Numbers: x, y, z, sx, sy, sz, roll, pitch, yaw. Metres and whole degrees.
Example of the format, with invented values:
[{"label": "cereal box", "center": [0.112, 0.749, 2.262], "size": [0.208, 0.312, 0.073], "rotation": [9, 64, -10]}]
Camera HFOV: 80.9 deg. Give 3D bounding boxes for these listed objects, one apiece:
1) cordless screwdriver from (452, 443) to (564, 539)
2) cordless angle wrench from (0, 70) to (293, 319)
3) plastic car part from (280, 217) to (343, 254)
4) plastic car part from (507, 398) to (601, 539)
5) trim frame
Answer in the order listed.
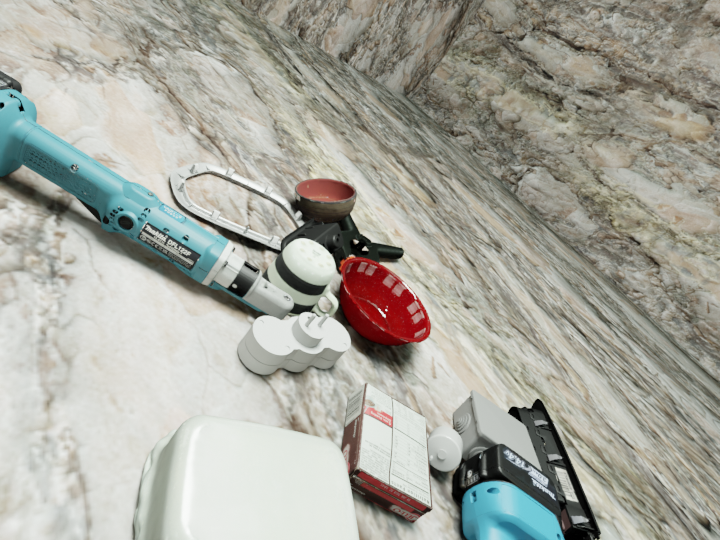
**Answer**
[{"label": "cordless screwdriver", "center": [0.151, 0.303, 0.386], "size": [0.160, 0.074, 0.247], "rotation": [37, 32, 0]}, {"label": "cordless angle wrench", "center": [-0.253, -0.063, 0.474], "size": [0.412, 0.098, 0.076], "rotation": [34, 25, -13]}, {"label": "plastic car part", "center": [-0.063, -0.041, 0.647], "size": [0.115, 0.073, 0.065], "rotation": [-46, 121, -63]}, {"label": "plastic car part", "center": [0.241, 0.261, 0.569], "size": [0.068, 0.065, 0.205], "rotation": [10, 31, 3]}, {"label": "trim frame", "center": [-0.181, -0.103, 0.678], "size": [0.238, 0.028, 0.191], "rotation": [25, 31, -25]}]
